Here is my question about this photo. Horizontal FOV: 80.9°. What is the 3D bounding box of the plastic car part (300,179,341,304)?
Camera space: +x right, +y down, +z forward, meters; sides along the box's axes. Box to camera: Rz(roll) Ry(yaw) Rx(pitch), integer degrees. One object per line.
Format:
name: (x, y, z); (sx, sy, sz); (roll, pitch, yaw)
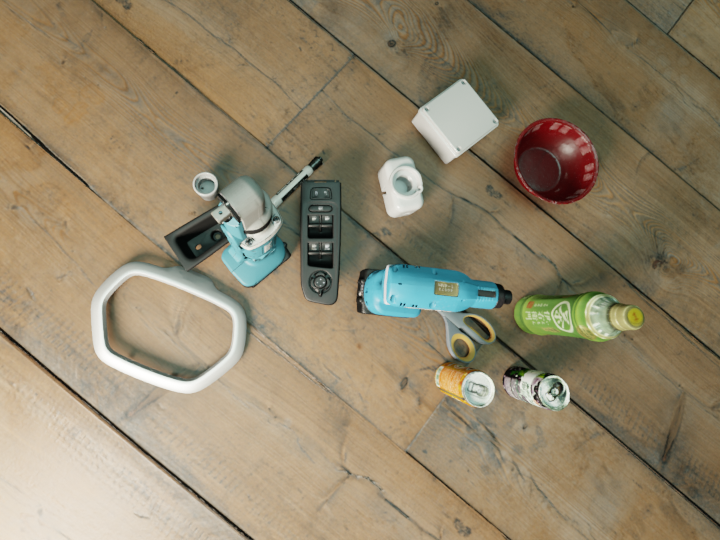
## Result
plastic car part: (-0.068, -0.045, 0.700); (0.065, 0.067, 0.205); (1, 82, -10)

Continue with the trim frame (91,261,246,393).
trim frame: (-0.303, 0.086, 0.672); (0.247, 0.027, 0.185); (22, 80, -3)

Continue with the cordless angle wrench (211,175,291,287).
cordless angle wrench: (-0.129, -0.039, 0.510); (0.097, 0.426, 0.074); (-41, 94, -12)

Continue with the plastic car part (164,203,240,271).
plastic car part: (-0.241, -0.055, 0.679); (0.115, 0.071, 0.066); (-35, 90, -11)

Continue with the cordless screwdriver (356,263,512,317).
cordless screwdriver: (0.086, 0.033, 0.615); (0.157, 0.251, 0.075); (7, 84, -10)
